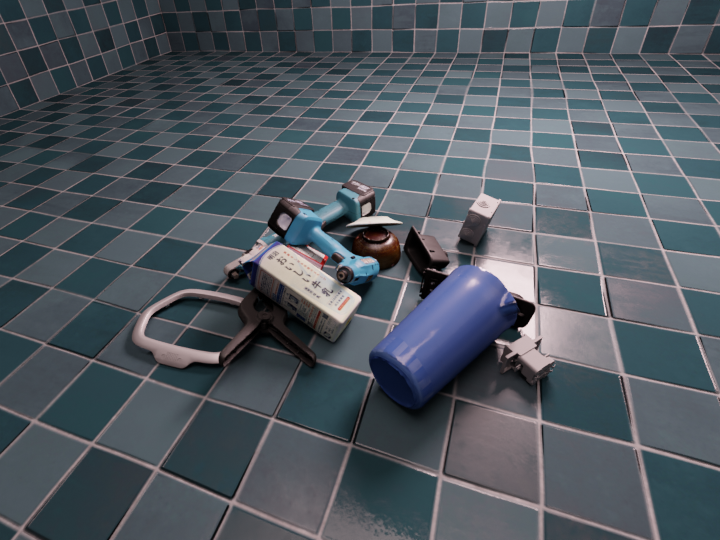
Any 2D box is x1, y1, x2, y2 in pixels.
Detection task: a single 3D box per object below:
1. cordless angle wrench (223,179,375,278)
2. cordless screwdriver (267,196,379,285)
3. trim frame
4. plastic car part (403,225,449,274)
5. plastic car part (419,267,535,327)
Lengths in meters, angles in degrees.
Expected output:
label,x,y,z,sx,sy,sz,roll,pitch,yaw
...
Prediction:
label,x,y,z,sx,sy,sz,roll,pitch,yaw
cordless angle wrench,-0.141,-0.095,1.013,0.414,0.071,0.104,-33,47,-27
cordless screwdriver,-0.084,-0.055,0.863,0.258,0.074,0.154,37,17,18
trim frame,-0.318,0.106,0.815,0.255,0.027,0.185,8,40,14
plastic car part,0.151,-0.037,0.918,0.069,0.065,0.122,-2,39,-22
plastic car part,0.220,0.051,0.800,0.213,0.065,0.064,20,18,29
